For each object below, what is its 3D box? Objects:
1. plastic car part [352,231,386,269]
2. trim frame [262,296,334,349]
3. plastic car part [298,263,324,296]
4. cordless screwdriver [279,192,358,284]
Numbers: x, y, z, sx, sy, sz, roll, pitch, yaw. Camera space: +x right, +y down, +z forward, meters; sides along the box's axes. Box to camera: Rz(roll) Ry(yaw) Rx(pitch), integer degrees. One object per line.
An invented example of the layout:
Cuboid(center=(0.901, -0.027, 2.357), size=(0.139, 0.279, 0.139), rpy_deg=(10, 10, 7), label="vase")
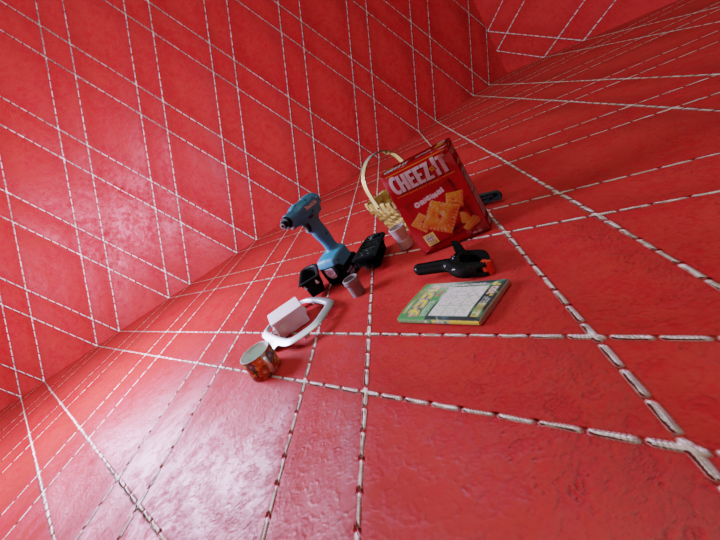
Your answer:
Cuboid(center=(0.036, -0.051, 1.111), size=(0.068, 0.065, 0.204), rpy_deg=(-26, 19, 20), label="plastic car part")
Cuboid(center=(-0.158, 0.126, 1.036), size=(0.182, 0.027, 0.259), rpy_deg=(-41, 20, -24), label="trim frame")
Cuboid(center=(-0.127, 0.032, 1.158), size=(0.066, 0.069, 0.119), rpy_deg=(-31, 17, 5), label="plastic car part")
Cuboid(center=(-0.109, -0.072, 1.118), size=(0.077, 0.243, 0.158), rpy_deg=(-20, 19, 40), label="cordless screwdriver")
